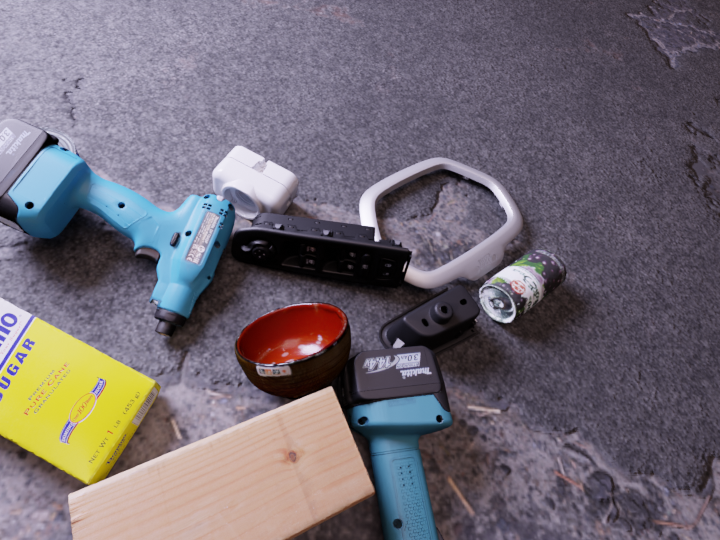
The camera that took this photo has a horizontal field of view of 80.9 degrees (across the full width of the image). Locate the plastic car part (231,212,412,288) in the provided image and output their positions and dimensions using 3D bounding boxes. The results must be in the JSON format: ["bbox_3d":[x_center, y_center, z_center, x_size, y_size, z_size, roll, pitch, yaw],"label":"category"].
[{"bbox_3d":[-0.048,-0.031,0.490,0.203,0.064,0.069,5,55,-1],"label":"plastic car part"}]

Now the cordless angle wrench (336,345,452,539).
[{"bbox_3d":[0.058,0.280,0.339,0.096,0.074,0.436,-3,63,-15],"label":"cordless angle wrench"}]

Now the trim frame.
[{"bbox_3d":[0.110,-0.071,0.572,0.243,0.027,0.191,-30,66,-27],"label":"trim frame"}]

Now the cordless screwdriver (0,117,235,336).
[{"bbox_3d":[-0.270,-0.041,0.441,0.243,0.075,0.161,21,68,-13],"label":"cordless screwdriver"}]

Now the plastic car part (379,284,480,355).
[{"bbox_3d":[0.085,0.055,0.472,0.113,0.070,0.068,-22,66,-26],"label":"plastic car part"}]
